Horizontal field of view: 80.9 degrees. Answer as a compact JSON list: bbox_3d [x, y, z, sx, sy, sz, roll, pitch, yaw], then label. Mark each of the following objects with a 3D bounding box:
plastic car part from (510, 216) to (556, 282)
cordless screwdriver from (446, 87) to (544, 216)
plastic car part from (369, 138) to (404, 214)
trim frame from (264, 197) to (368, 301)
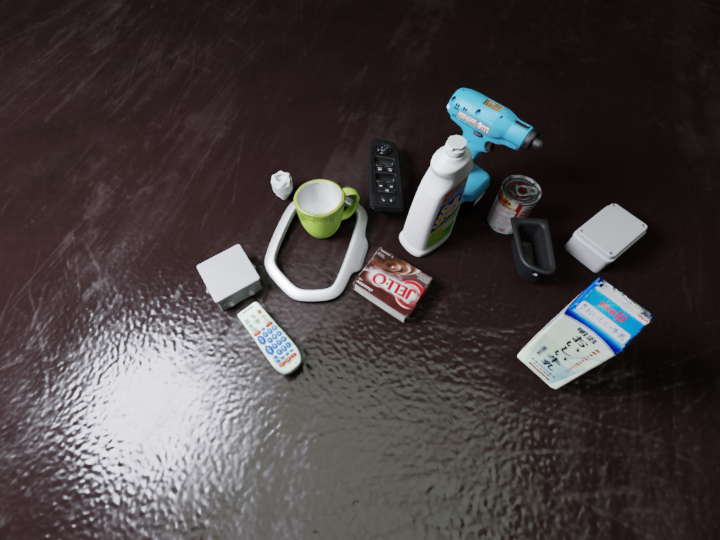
[{"bbox_3d":[0.301,-0.030,0.758,0.066,0.069,0.119,4,60,3],"label":"plastic car part"},{"bbox_3d":[0.213,-0.192,0.759,0.166,0.241,0.073,41,67,20],"label":"cordless screwdriver"},{"bbox_3d":[0.049,-0.189,0.870,0.067,0.065,0.208,0,59,1],"label":"plastic car part"},{"bbox_3d":[-0.080,-0.052,0.819,0.188,0.027,0.251,13,61,11],"label":"trim frame"}]
